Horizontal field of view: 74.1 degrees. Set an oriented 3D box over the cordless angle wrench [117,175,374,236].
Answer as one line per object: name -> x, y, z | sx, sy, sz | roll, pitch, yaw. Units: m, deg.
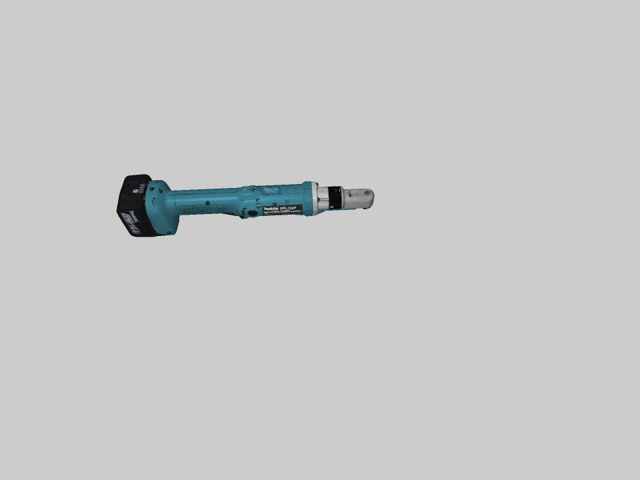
cordless angle wrench -> -0.118, -0.065, 0.729 | 0.423, 0.074, 0.098 | -3, -34, -2
